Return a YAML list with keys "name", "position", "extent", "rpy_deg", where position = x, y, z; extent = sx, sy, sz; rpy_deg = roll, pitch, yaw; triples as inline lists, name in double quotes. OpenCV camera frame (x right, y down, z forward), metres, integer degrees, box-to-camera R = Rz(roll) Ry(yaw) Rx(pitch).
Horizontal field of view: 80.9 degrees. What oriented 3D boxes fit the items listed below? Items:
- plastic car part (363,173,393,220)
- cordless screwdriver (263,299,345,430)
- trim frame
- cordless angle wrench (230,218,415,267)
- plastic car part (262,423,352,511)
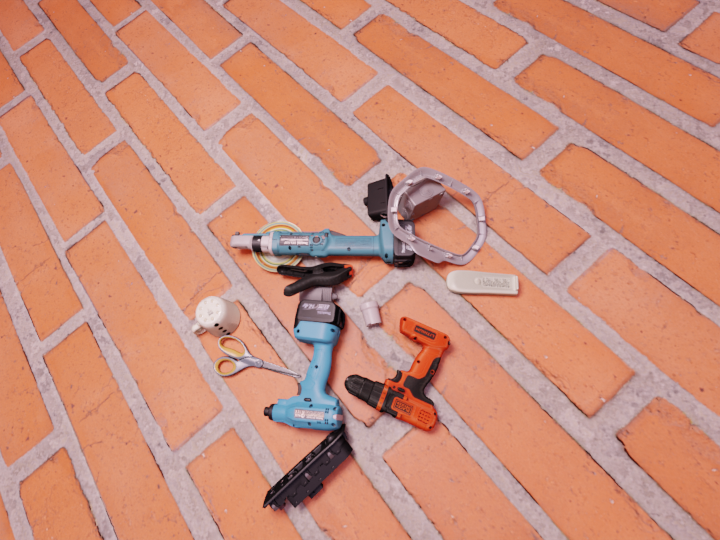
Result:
- name: "plastic car part"
  position: [0.042, -0.162, 0.991]
  extent: [0.073, 0.062, 0.119]
  rpy_deg: [-13, 63, 20]
- name: "cordless screwdriver"
  position: [-0.111, 0.188, 0.865]
  extent: [0.164, 0.071, 0.254]
  rpy_deg: [-4, 67, 17]
- name: "trim frame"
  position: [0.167, -0.110, 0.888]
  extent: [0.240, 0.028, 0.184]
  rpy_deg: [23, 84, -19]
- name: "cordless angle wrench"
  position: [-0.094, -0.061, 0.956]
  extent: [0.430, 0.072, 0.100]
  rpy_deg: [1, 69, 10]
- name: "plastic car part"
  position: [-0.090, 0.377, 0.795]
  extent: [0.069, 0.065, 0.202]
  rpy_deg: [43, 82, 12]
